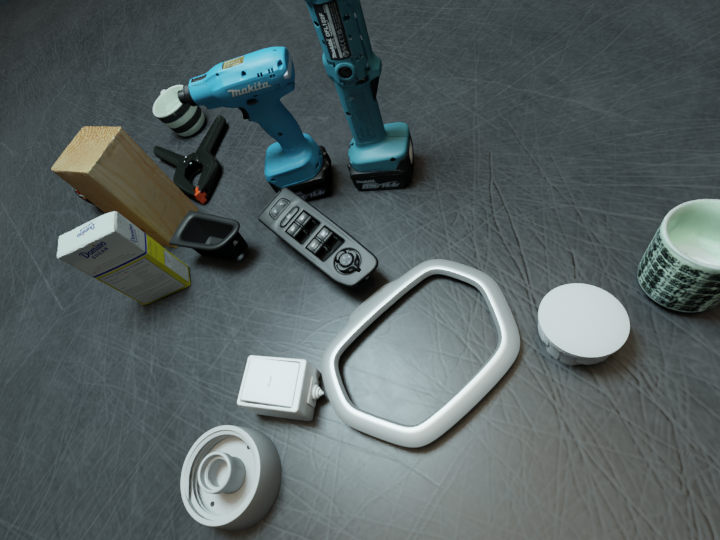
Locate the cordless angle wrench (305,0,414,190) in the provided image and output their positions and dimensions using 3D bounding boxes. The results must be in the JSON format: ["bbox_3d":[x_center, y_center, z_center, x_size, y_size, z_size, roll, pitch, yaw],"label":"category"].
[{"bbox_3d":[-0.012,-0.256,0.511,0.101,0.402,0.076,1,61,18],"label":"cordless angle wrench"}]

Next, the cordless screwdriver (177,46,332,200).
[{"bbox_3d":[-0.141,-0.199,0.626,0.162,0.237,0.076,-9,58,13],"label":"cordless screwdriver"}]

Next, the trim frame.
[{"bbox_3d":[0.067,0.087,0.505,0.247,0.026,0.194,-43,55,-8],"label":"trim frame"}]

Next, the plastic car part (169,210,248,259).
[{"bbox_3d":[-0.229,-0.046,0.670,0.122,0.067,0.066,12,65,25],"label":"plastic car part"}]

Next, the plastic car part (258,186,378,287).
[{"bbox_3d":[-0.059,-0.039,0.605,0.066,0.064,0.214,-46,56,-11],"label":"plastic car part"}]
